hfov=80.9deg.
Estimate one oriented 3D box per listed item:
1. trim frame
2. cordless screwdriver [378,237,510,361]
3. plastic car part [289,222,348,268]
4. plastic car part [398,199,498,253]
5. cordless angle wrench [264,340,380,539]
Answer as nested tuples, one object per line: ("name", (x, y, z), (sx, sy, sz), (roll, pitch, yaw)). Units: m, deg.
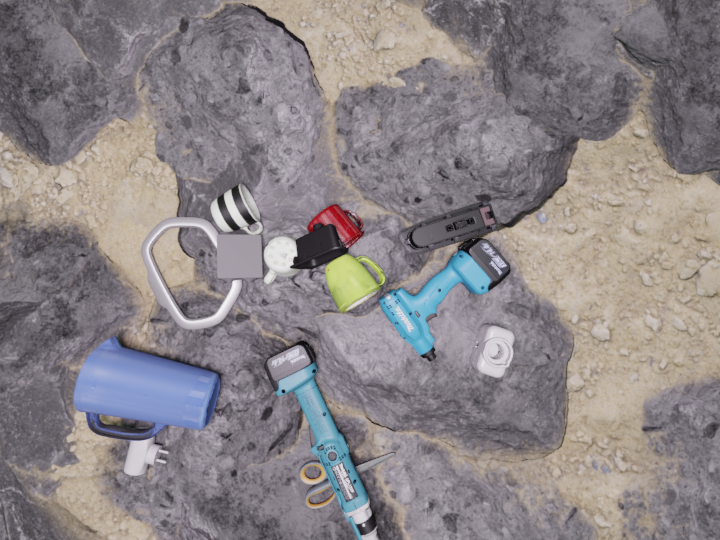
("trim frame", (-0.357, 0.002, 0.887), (0.184, 0.027, 0.250), (-30, 86, -2))
("cordless screwdriver", (0.179, 0.055, 0.840), (0.249, 0.074, 0.159), (-35, 90, 2))
("plastic car part", (-0.077, -0.051, 0.792), (0.120, 0.063, 0.072), (-26, 73, 34))
("plastic car part", (0.182, -0.084, 0.859), (0.204, 0.067, 0.066), (-18, 94, 3))
("cordless angle wrench", (-0.056, 0.346, 0.813), (0.098, 0.073, 0.428), (-26, 83, -1))
